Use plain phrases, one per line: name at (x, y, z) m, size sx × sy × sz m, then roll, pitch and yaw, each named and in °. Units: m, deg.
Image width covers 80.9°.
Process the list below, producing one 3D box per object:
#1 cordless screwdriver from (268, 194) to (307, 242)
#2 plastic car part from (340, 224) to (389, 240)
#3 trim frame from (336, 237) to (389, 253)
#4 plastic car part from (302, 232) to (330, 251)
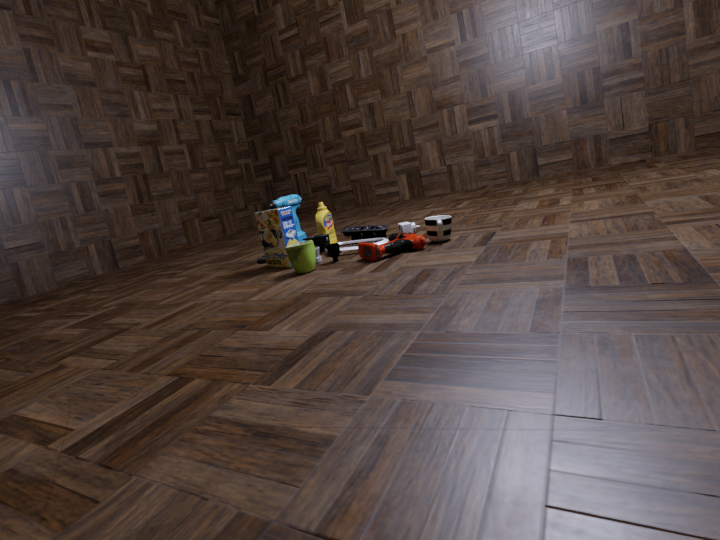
cordless screwdriver at (-0.292, -0.181, 1.735) m, size 0.078 × 0.246 × 0.154 m, roll -4°, pitch 12°, yaw 42°
plastic car part at (0.022, -0.151, 1.718) m, size 0.211 × 0.066 × 0.064 m, roll -5°, pitch 12°, yaw 30°
trim frame at (-0.014, -0.094, 1.588) m, size 0.257 × 0.027 × 0.180 m, roll -7°, pitch 14°, yaw 24°
plastic car part at (-0.166, -0.109, 1.701) m, size 0.122 × 0.070 × 0.064 m, roll -1°, pitch 14°, yaw 42°
